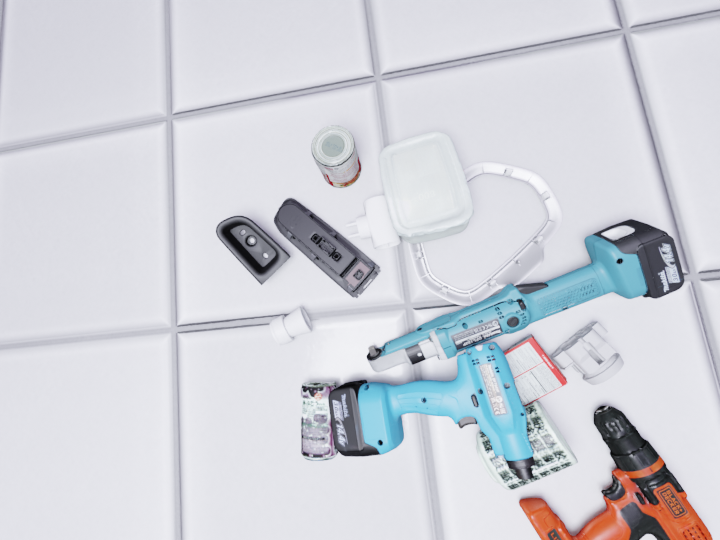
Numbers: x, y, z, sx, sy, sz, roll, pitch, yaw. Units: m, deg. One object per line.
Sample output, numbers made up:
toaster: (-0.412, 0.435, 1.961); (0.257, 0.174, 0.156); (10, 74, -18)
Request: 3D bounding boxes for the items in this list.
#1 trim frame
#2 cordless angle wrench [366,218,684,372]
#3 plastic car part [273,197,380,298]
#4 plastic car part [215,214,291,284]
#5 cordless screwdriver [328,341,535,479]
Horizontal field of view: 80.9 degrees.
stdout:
trim frame: (0.189, -0.061, 0.654); (0.248, 0.027, 0.189); (-42, 76, -1)
cordless angle wrench: (0.208, 0.058, 0.601); (0.427, 0.075, 0.095); (-24, 107, 10)
plastic car part: (-0.067, -0.044, 0.682); (0.210, 0.065, 0.066); (41, 95, 17)
plastic car part: (-0.177, -0.042, 0.694); (0.066, 0.071, 0.116); (-44, 93, -1)
cordless screwdriver: (0.087, 0.203, 0.563); (0.254, 0.071, 0.163); (-20, 70, 20)
